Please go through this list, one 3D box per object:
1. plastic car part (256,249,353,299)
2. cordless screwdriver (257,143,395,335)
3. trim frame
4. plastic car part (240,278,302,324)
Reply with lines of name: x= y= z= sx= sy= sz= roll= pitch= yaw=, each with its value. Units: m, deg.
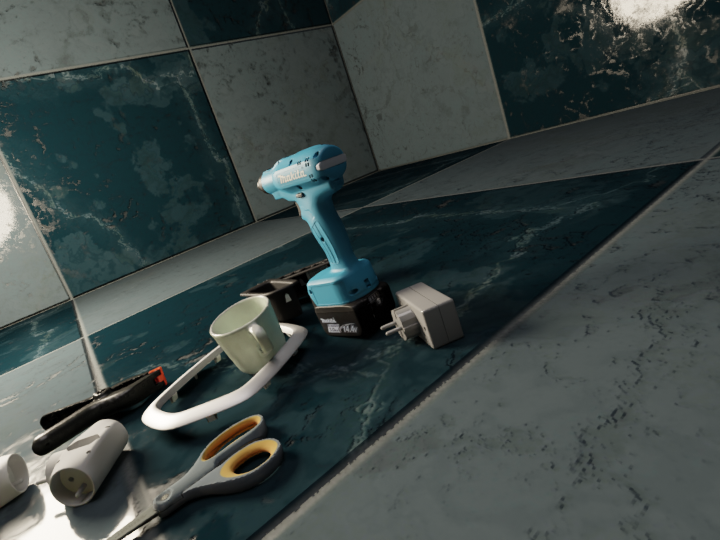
plastic car part: x=-0.103 y=0.021 z=0.765 sx=0.206 sy=0.066 sz=0.066 roll=-16 pitch=14 yaw=12
cordless screwdriver: x=-0.057 y=-0.037 z=0.579 sx=0.166 sy=0.244 sz=0.072 roll=-5 pitch=18 yaw=48
trim frame: x=-0.170 y=0.129 z=0.559 sx=0.190 sy=0.027 sz=0.246 roll=-13 pitch=17 yaw=23
plastic car part: x=-0.135 y=0.054 z=0.686 sx=0.064 sy=0.069 sz=0.122 roll=-28 pitch=17 yaw=-33
